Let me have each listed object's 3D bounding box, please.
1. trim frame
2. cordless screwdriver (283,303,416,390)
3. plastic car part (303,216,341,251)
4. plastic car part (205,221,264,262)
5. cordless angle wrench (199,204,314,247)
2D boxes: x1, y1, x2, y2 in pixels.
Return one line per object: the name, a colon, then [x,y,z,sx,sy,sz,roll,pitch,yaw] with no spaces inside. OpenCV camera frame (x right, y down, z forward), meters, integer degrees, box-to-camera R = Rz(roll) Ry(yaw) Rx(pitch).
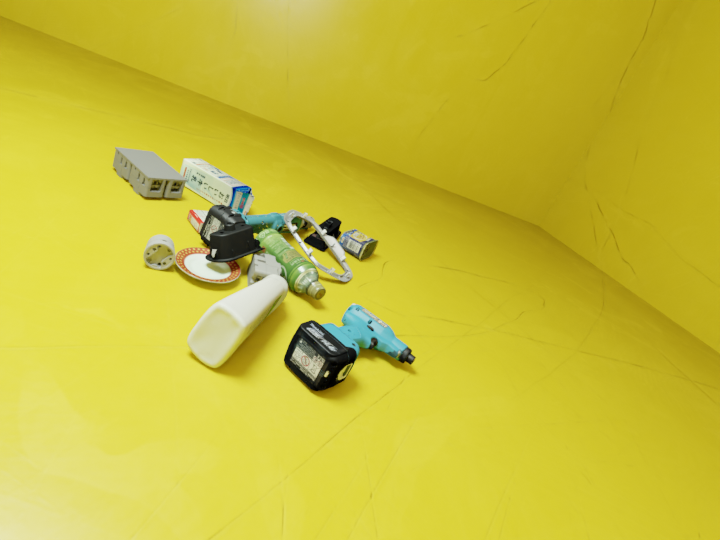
trim frame: [-0.106,-0.069,1.081,0.259,0.028,0.175,52,21,25]
cordless screwdriver: [-0.008,0.138,0.740,0.166,0.074,0.239,33,20,22]
plastic car part: [-0.101,-0.118,1.247,0.068,0.066,0.201,20,19,7]
plastic car part: [-0.260,-0.064,0.861,0.069,0.069,0.113,17,25,32]
cordless angle wrench: [-0.229,-0.118,1.086,0.077,0.097,0.410,35,21,15]
